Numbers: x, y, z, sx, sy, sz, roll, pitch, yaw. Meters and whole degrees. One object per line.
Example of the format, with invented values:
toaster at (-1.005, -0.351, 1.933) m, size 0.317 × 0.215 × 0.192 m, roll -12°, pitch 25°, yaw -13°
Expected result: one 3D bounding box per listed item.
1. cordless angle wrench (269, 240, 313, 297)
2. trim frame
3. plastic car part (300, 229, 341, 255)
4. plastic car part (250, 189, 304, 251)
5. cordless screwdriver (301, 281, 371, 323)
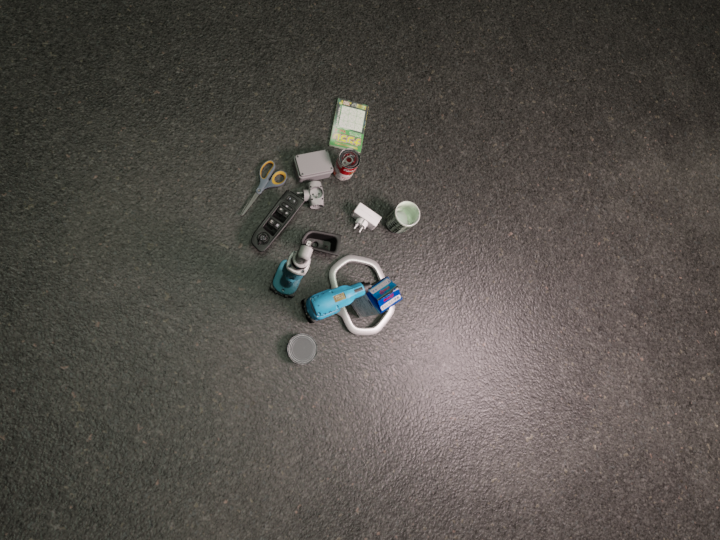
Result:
cordless angle wrench at (-0.167, -0.002, 1.052) m, size 0.073 × 0.426 × 0.098 m, roll 22°, pitch 75°, yaw -11°
trim frame at (0.000, 0.071, 1.272) m, size 0.181 × 0.027 × 0.252 m, roll -19°, pitch 81°, yaw -14°
plastic car part at (-0.123, -0.081, 1.263) m, size 0.115 × 0.071 × 0.067 m, roll 12°, pitch 77°, yaw -9°
plastic car part at (-0.252, -0.142, 1.256) m, size 0.066 × 0.067 × 0.202 m, roll 36°, pitch 73°, yaw -4°
cordless screwdriver at (-0.072, 0.080, 1.141) m, size 0.156 × 0.251 × 0.075 m, roll -21°, pitch 86°, yaw -17°
